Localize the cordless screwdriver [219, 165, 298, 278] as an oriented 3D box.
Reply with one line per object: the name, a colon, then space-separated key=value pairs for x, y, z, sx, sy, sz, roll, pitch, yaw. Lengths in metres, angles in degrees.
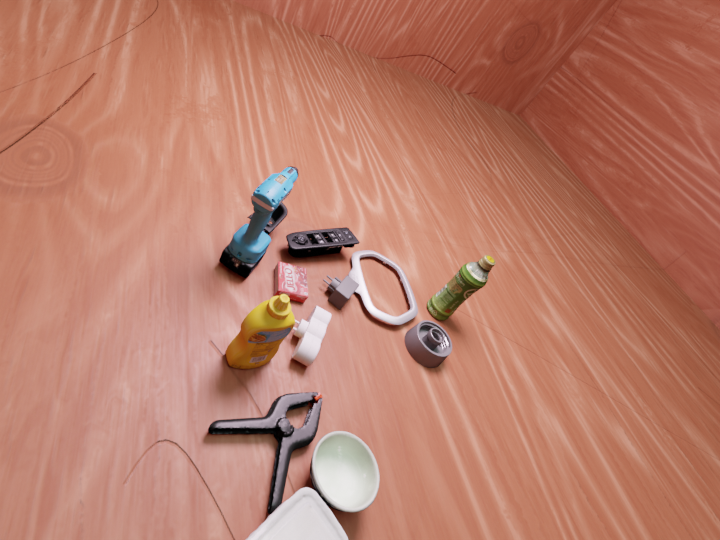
cordless screwdriver: x=-0.210 y=-0.108 z=0.907 sx=0.074 sy=0.249 sz=0.160 roll=33 pitch=39 yaw=-5

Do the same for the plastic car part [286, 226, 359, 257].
plastic car part: x=-0.106 y=-0.069 z=1.080 sx=0.194 sy=0.067 sz=0.069 roll=-5 pitch=54 yaw=-38

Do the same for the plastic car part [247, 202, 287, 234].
plastic car part: x=-0.230 y=-0.120 z=1.047 sx=0.066 sy=0.071 sz=0.116 roll=35 pitch=39 yaw=0

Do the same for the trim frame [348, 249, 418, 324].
trim frame: x=0.057 y=0.039 z=1.105 sx=0.177 sy=0.027 sz=0.259 roll=9 pitch=44 yaw=-26
